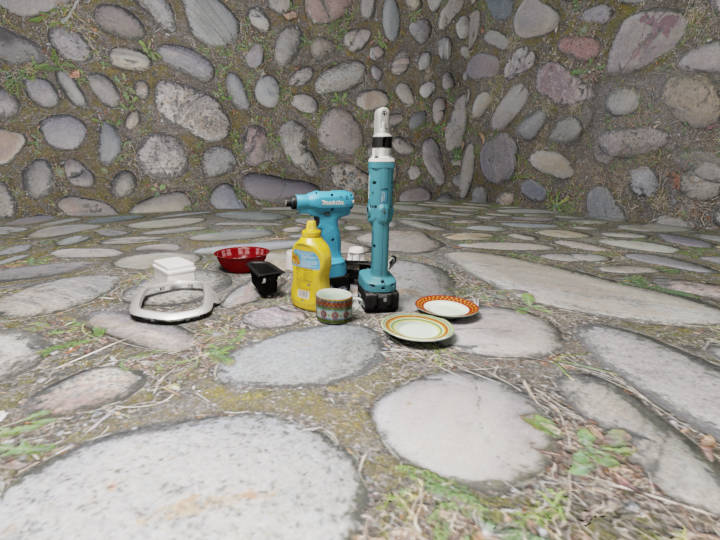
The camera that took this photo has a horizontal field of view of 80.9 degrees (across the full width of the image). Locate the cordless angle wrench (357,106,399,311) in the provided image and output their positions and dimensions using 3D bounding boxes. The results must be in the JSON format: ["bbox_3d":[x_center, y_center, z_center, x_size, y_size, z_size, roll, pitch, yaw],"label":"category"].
[{"bbox_3d":[0.041,-0.125,0.893,0.073,0.417,0.101,-1,12,-11],"label":"cordless angle wrench"}]

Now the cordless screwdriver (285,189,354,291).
[{"bbox_3d":[-0.098,-0.064,1.000,0.155,0.245,0.077,-3,12,-17],"label":"cordless screwdriver"}]

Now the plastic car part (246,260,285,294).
[{"bbox_3d":[-0.232,0.022,1.016,0.063,0.070,0.122,-7,16,-30],"label":"plastic car part"}]

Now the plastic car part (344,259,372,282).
[{"bbox_3d":[-0.048,-0.003,1.122,0.212,0.066,0.064,8,15,27],"label":"plastic car part"}]

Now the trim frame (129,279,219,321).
[{"bbox_3d":[-0.408,0.064,0.940,0.179,0.027,0.258,-5,15,-18],"label":"trim frame"}]
